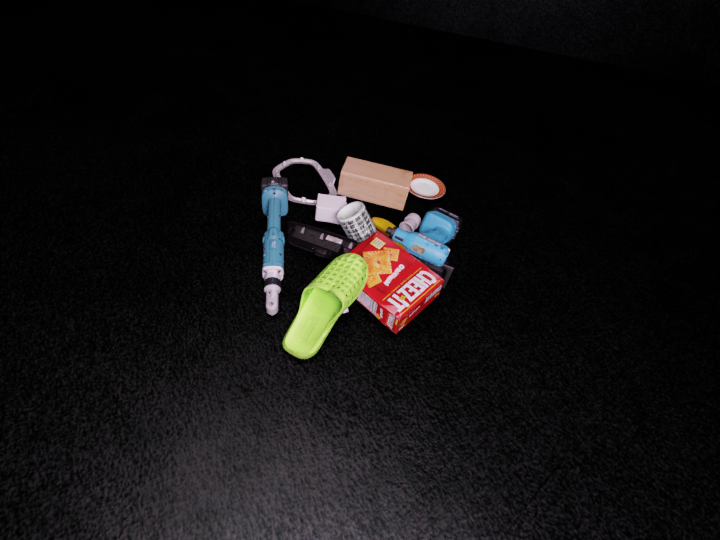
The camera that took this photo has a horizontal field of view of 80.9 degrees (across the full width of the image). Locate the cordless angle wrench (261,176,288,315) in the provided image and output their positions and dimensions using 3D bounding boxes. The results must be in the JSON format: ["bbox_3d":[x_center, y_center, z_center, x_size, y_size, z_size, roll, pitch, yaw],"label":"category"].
[{"bbox_3d":[-0.222,-0.075,1.081,0.074,0.095,0.438,-2,50,-8],"label":"cordless angle wrench"}]

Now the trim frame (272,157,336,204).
[{"bbox_3d":[-0.174,-0.286,1.330,0.179,0.027,0.261,-13,47,-20],"label":"trim frame"}]

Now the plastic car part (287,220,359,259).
[{"bbox_3d":[-0.108,-0.071,1.105,0.209,0.064,0.067,23,64,16],"label":"plastic car part"}]

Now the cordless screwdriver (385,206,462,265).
[{"bbox_3d":[0.171,-0.103,1.110,0.164,0.073,0.245,26,30,13],"label":"cordless screwdriver"}]

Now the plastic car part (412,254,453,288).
[{"bbox_3d":[0.179,-0.015,1.091,0.120,0.065,0.070,26,32,16],"label":"plastic car part"}]
